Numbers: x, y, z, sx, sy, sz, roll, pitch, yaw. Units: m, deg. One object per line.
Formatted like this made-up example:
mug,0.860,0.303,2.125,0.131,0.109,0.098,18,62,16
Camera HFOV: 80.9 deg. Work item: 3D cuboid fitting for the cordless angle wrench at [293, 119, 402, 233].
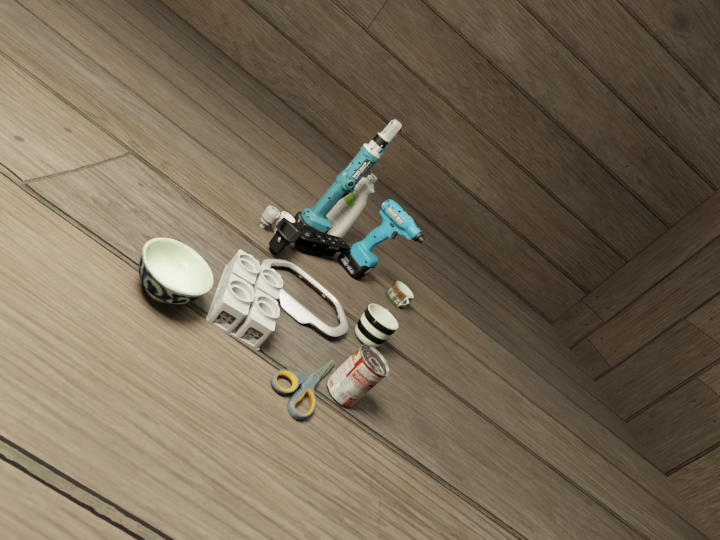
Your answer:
cordless angle wrench,-0.036,-0.259,1.215,0.093,0.425,0.078,27,25,-37

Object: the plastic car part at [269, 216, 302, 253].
plastic car part,-0.198,-0.078,1.057,0.065,0.071,0.117,39,20,-8

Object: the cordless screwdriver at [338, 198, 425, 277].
cordless screwdriver,0.061,-0.072,1.258,0.165,0.250,0.071,50,21,19

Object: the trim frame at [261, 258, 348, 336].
trim frame,-0.126,0.058,0.962,0.248,0.028,0.184,40,19,-2

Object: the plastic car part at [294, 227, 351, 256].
plastic car part,-0.118,-0.077,1.211,0.192,0.067,0.070,15,33,-52
